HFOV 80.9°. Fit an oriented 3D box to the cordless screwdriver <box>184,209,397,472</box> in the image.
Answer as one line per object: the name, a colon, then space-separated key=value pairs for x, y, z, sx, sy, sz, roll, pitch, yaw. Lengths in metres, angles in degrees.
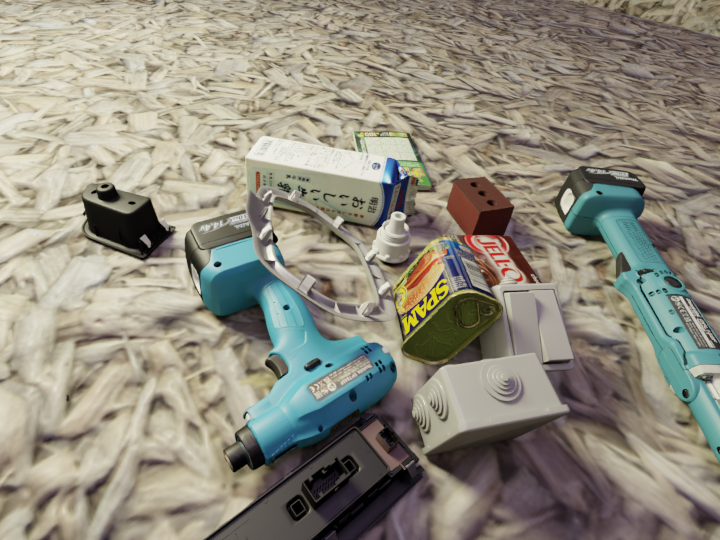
cordless screwdriver: x=-0.102 y=0.051 z=0.408 sx=0.155 sy=0.072 sz=0.262 roll=-25 pitch=54 yaw=-30

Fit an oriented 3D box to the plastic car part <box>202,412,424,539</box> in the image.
plastic car part: x=-0.039 y=0.171 z=0.294 sx=0.198 sy=0.065 sz=0.069 roll=-29 pitch=60 yaw=-28

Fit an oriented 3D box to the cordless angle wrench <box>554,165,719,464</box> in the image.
cordless angle wrench: x=0.332 y=0.029 z=0.475 sx=0.098 sy=0.072 sz=0.433 roll=6 pitch=45 yaw=-1

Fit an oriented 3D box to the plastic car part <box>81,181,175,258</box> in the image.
plastic car part: x=-0.301 y=-0.073 z=0.523 sx=0.119 sy=0.069 sz=0.066 roll=19 pitch=43 yaw=10

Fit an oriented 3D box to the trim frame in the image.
trim frame: x=-0.045 y=-0.029 z=0.458 sx=0.178 sy=0.027 sz=0.257 roll=26 pitch=23 yaw=-21
